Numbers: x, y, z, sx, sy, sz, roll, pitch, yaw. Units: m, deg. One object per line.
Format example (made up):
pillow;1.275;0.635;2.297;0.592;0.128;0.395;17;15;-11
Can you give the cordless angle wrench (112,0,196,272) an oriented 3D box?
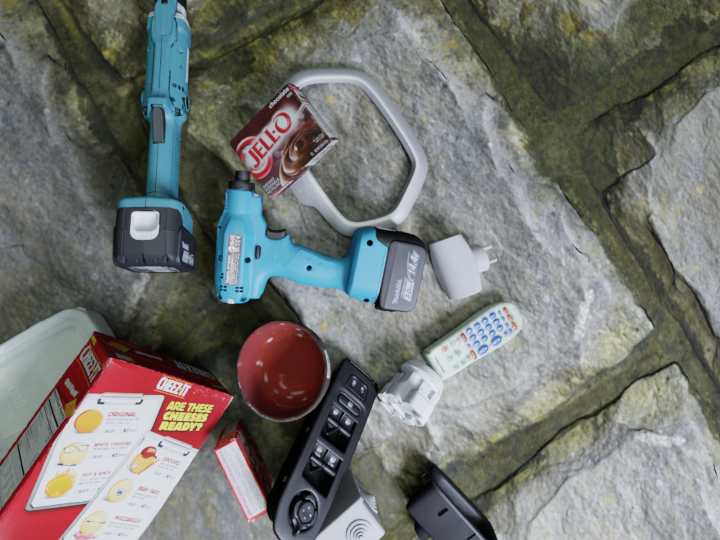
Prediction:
cordless angle wrench;-0.245;-0.211;0.529;0.073;0.098;0.428;0;80;-8

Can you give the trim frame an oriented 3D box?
trim frame;-0.020;-0.164;0.569;0.183;0.028;0.249;-34;89;-9

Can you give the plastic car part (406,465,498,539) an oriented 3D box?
plastic car part;0.102;0.305;0.516;0.117;0.065;0.071;43;96;2

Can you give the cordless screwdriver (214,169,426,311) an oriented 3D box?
cordless screwdriver;-0.051;-0.033;0.516;0.248;0.075;0.158;5;97;-2

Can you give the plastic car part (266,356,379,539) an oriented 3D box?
plastic car part;-0.050;0.202;0.483;0.063;0.069;0.204;49;45;-26
